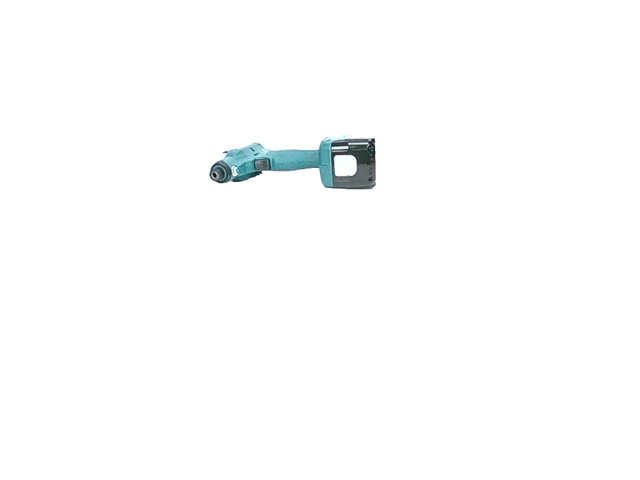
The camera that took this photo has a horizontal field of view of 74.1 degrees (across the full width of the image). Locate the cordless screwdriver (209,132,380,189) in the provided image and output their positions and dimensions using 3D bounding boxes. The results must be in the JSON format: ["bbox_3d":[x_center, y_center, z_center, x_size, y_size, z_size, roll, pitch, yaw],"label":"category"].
[{"bbox_3d":[-0.037,-0.117,0.653,0.250,0.074,0.158,2,21,18],"label":"cordless screwdriver"}]
